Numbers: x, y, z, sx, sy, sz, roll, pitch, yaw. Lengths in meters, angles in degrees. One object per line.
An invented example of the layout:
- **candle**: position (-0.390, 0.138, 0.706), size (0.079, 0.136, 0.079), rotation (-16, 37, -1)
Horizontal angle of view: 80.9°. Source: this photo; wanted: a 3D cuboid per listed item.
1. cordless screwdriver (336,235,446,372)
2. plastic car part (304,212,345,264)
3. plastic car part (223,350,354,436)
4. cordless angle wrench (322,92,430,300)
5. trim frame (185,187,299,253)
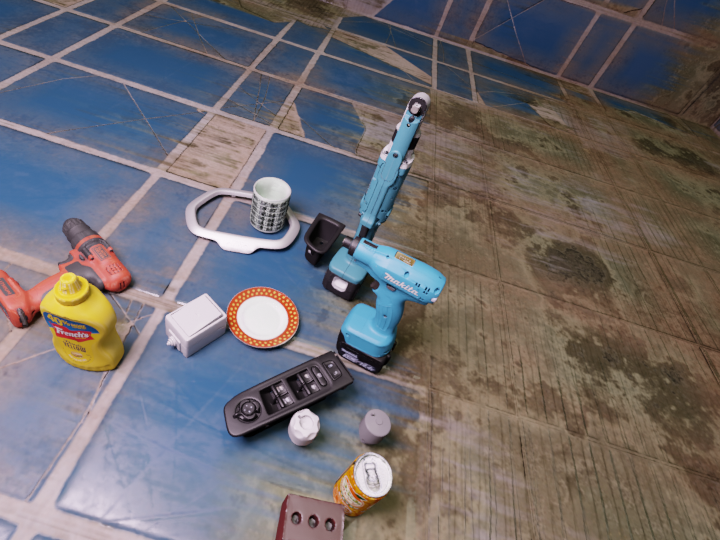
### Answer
- **cordless screwdriver**: position (0.017, 0.056, 0.695), size (0.162, 0.245, 0.074), rotation (30, 45, 7)
- **plastic car part**: position (-0.088, -0.057, 0.895), size (0.067, 0.070, 0.117), rotation (25, 45, 3)
- **plastic car part**: position (-0.114, 0.194, 0.648), size (0.196, 0.066, 0.069), rotation (-17, 56, -31)
- **cordless angle wrench**: position (0.027, -0.110, 0.736), size (0.075, 0.418, 0.098), rotation (29, 45, 5)
- **trim frame**: position (-0.256, -0.113, 0.926), size (0.245, 0.027, 0.190), rotation (9, 45, -9)
